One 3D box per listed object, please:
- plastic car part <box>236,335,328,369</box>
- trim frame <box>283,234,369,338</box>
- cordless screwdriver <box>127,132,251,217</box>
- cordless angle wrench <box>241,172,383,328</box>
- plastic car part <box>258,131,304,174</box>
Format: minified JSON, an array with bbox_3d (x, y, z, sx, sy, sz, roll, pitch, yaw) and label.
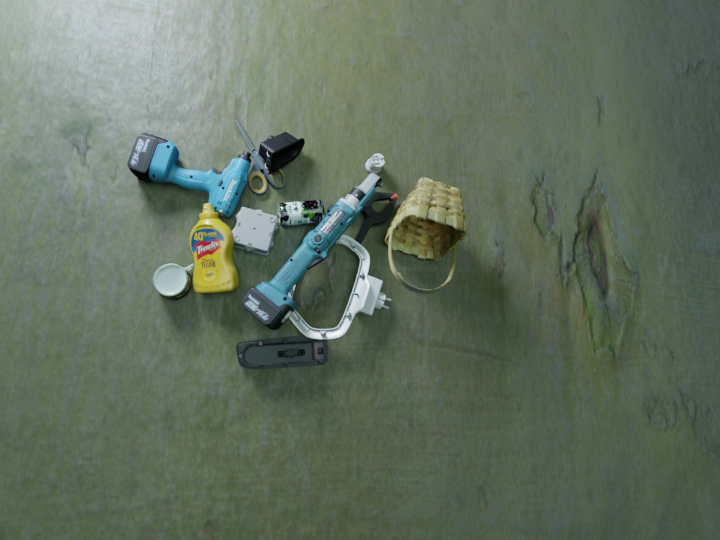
[{"bbox_3d":[-0.169,0.182,0.920,0.201,0.068,0.066,-2,89,-7],"label":"plastic car part"},{"bbox_3d":[-0.074,0.032,0.958,0.187,0.027,0.250,18,75,9],"label":"trim frame"},{"bbox_3d":[-0.378,-0.237,0.955,0.245,0.075,0.160,22,80,-8],"label":"cordless screwdriver"},{"bbox_3d":[-0.092,-0.060,0.942,0.100,0.073,0.422,36,78,12],"label":"cordless angle wrench"},{"bbox_3d":[-0.195,-0.289,0.998,0.072,0.065,0.115,37,52,10],"label":"plastic car part"}]
